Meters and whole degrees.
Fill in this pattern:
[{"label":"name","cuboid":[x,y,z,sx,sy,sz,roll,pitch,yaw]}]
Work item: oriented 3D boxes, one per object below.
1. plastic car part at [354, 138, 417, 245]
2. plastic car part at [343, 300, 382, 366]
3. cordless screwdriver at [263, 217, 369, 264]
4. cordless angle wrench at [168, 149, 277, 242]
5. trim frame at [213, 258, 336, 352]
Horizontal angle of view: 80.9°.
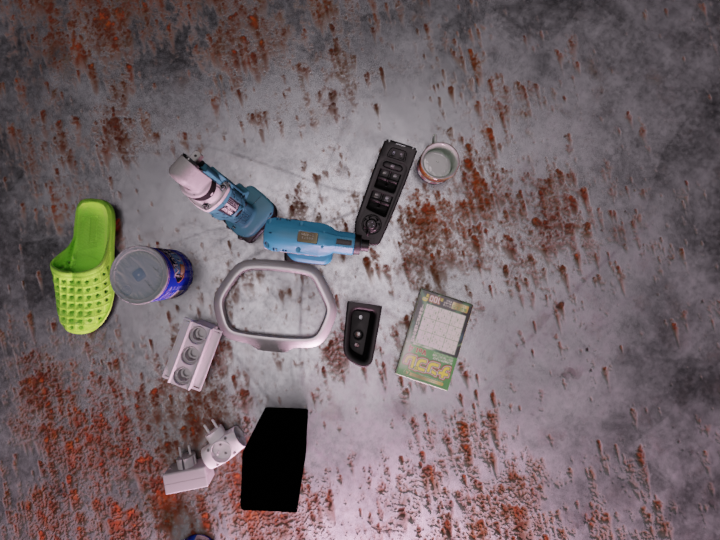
[{"label":"plastic car part","cuboid":[0.042,-0.149,0.832,0.066,0.067,0.203,20,88,0]},{"label":"plastic car part","cuboid":[-0.002,0.119,0.815,0.066,0.071,0.117,8,88,-1]},{"label":"cordless screwdriver","cuboid":[-0.072,-0.047,0.739,0.159,0.248,0.074,7,89,-2]},{"label":"cordless angle wrench","cuboid":[-0.207,-0.108,0.660,0.074,0.423,0.098,42,88,-3]},{"label":"trim frame","cuboid":[-0.172,0.071,0.845,0.249,0.027,0.184,4,87,2]}]
